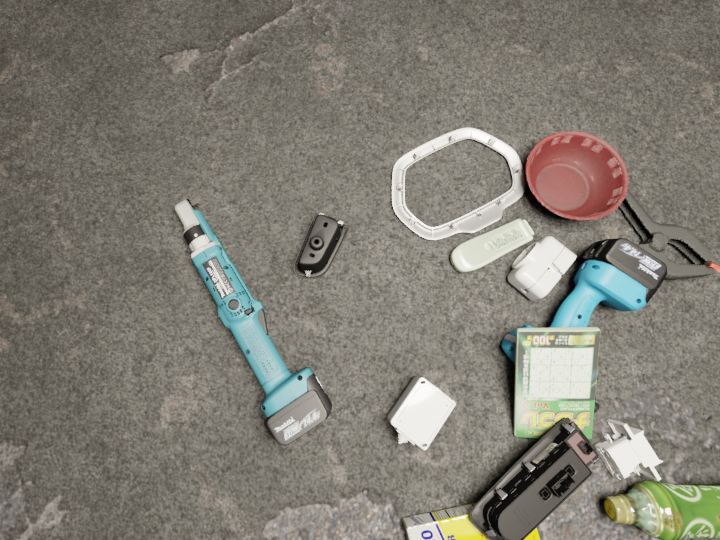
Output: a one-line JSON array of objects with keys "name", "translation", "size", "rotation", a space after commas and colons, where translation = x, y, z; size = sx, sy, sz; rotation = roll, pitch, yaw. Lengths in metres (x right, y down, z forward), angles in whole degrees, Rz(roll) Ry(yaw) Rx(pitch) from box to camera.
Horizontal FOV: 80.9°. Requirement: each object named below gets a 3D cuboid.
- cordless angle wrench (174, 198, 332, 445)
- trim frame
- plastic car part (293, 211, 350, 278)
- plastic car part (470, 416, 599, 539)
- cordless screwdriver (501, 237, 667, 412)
[{"name": "cordless angle wrench", "translation": [-0.193, 0.058, 0.672], "size": [0.097, 0.073, 0.434], "rotation": [-32, 75, -8]}, {"name": "trim frame", "translation": [0.171, -0.155, 0.742], "size": [0.246, 0.027, 0.188], "rotation": [-26, 78, -8]}, {"name": "plastic car part", "translation": [-0.068, -0.044, 0.695], "size": [0.067, 0.070, 0.117], "rotation": [22, 74, 4]}, {"name": "plastic car part", "translation": [0.242, 0.292, 0.566], "size": [0.202, 0.067, 0.067], "rotation": [-36, 89, -7]}, {"name": "cordless screwdriver", "translation": [0.357, 0.081, 0.645], "size": [0.161, 0.073, 0.249], "rotation": [41, 90, 6]}]
